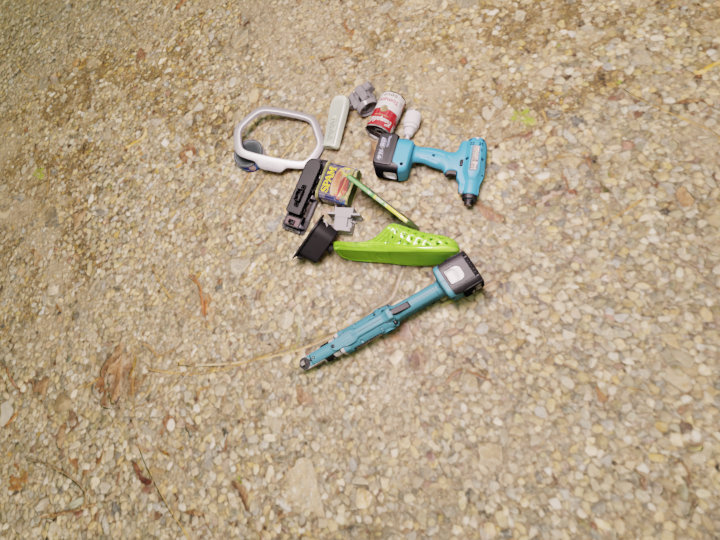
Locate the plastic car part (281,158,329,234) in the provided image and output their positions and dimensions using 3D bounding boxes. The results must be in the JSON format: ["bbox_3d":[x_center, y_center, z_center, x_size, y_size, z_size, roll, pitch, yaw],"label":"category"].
[{"bbox_3d":[-0.140,-0.196,1.053,0.069,0.064,0.203,19,80,24],"label":"plastic car part"}]

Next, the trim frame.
[{"bbox_3d":[-0.217,-0.350,1.122,0.251,0.027,0.186,12,73,5],"label":"trim frame"}]

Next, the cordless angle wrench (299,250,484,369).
[{"bbox_3d":[0.052,0.104,0.896,0.426,0.094,0.077,-31,69,10],"label":"cordless angle wrench"}]

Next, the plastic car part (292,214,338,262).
[{"bbox_3d":[-0.097,-0.063,0.989,0.070,0.066,0.117,39,114,-5],"label":"plastic car part"}]

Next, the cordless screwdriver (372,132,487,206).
[{"bbox_3d":[0.154,-0.234,0.974,0.256,0.072,0.161,9,76,15],"label":"cordless screwdriver"}]
